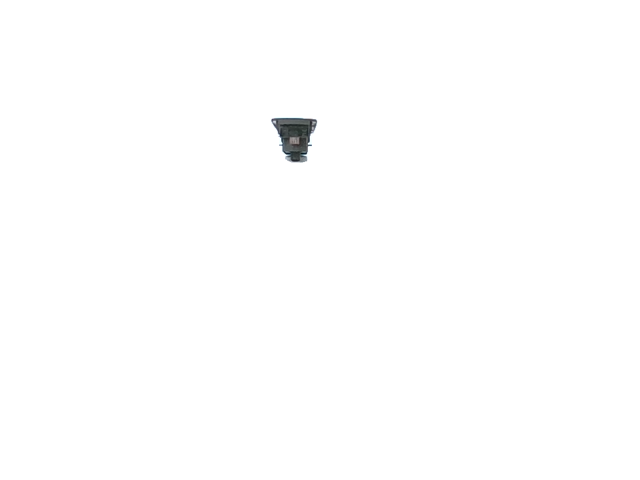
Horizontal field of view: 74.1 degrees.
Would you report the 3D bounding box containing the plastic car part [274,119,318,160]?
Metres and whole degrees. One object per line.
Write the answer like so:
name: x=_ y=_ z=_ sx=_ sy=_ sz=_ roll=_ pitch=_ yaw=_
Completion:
plastic car part: x=-0.039 y=-0.171 z=0.730 sx=0.066 sy=0.067 sz=0.203 roll=-8 pitch=12 yaw=-2
